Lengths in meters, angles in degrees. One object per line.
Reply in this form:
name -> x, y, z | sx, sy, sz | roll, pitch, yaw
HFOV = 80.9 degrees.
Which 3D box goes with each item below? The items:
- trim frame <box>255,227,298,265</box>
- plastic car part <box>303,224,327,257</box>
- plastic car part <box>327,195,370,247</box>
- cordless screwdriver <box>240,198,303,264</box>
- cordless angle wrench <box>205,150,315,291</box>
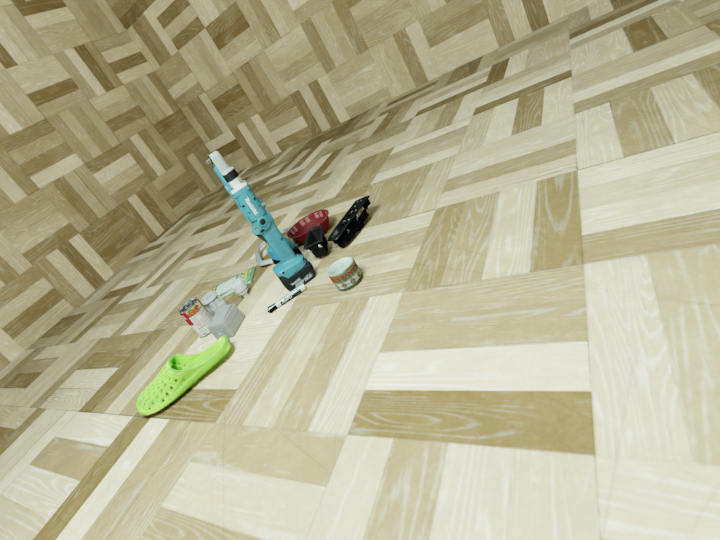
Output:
trim frame -> -0.293, -0.087, 1.502 | 0.184, 0.026, 0.259 | -34, 26, -2
plastic car part -> -0.123, -0.081, 1.261 | 0.067, 0.068, 0.119 | -25, 26, 15
plastic car part -> -0.029, -0.140, 1.263 | 0.069, 0.064, 0.201 | -5, 37, 45
cordless screwdriver -> -0.287, -0.117, 1.307 | 0.073, 0.240, 0.167 | -40, 25, -19
cordless angle wrench -> -0.265, -0.131, 1.120 | 0.097, 0.407, 0.077 | -36, 23, -10
